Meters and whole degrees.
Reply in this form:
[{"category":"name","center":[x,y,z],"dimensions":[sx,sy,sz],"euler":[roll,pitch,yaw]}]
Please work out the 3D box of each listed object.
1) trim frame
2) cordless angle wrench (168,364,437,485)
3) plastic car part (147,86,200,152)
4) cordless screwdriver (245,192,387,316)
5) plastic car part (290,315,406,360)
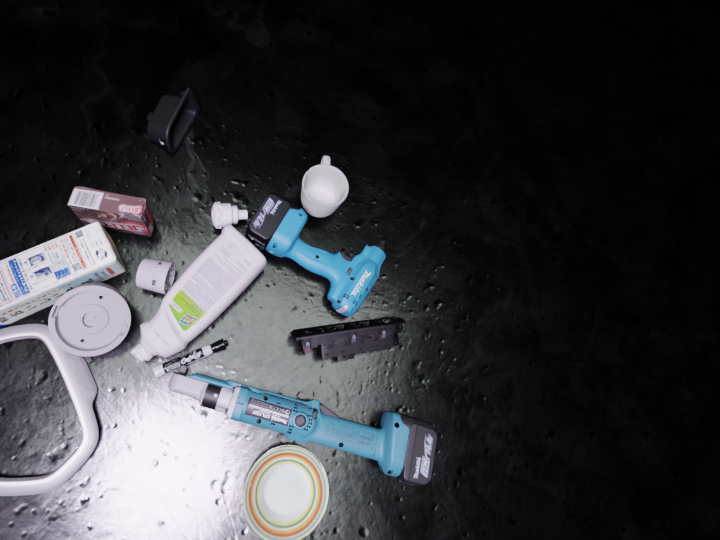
[{"category":"trim frame","center":[-0.490,0.199,0.619],"dimensions":[0.181,0.027,0.254],"euler":[-29,77,-18]},{"category":"cordless angle wrench","center":[-0.096,0.234,0.667],"dimensions":[0.420,0.074,0.099],"euler":[17,69,-3]},{"category":"plastic car part","center":[-0.365,-0.287,0.801],"dimensions":[0.072,0.064,0.117],"euler":[19,71,9]},{"category":"cordless screwdriver","center":[-0.075,-0.049,0.768],"dimensions":[0.247,0.075,0.159],"euler":[35,67,-3]},{"category":"plastic car part","center":[-0.013,0.116,0.728],"dimensions":[0.199,0.067,0.067],"euler":[-10,86,-15]}]
